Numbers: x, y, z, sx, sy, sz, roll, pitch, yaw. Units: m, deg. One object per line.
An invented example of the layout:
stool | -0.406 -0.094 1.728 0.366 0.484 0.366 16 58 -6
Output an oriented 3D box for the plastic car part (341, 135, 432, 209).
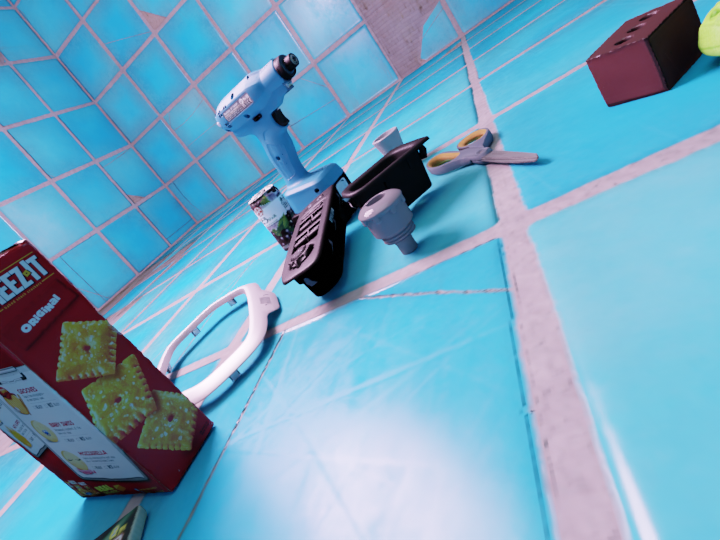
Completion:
plastic car part | 0.036 -0.091 0.483 0.115 0.069 0.068 -46 20 -24

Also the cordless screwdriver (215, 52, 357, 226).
cordless screwdriver | -0.088 -0.174 0.615 0.164 0.242 0.074 -22 22 40

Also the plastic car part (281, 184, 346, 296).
plastic car part | -0.049 -0.032 0.502 0.067 0.065 0.206 -31 21 17

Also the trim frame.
trim frame | -0.179 0.087 0.515 0.184 0.027 0.257 -39 21 -4
